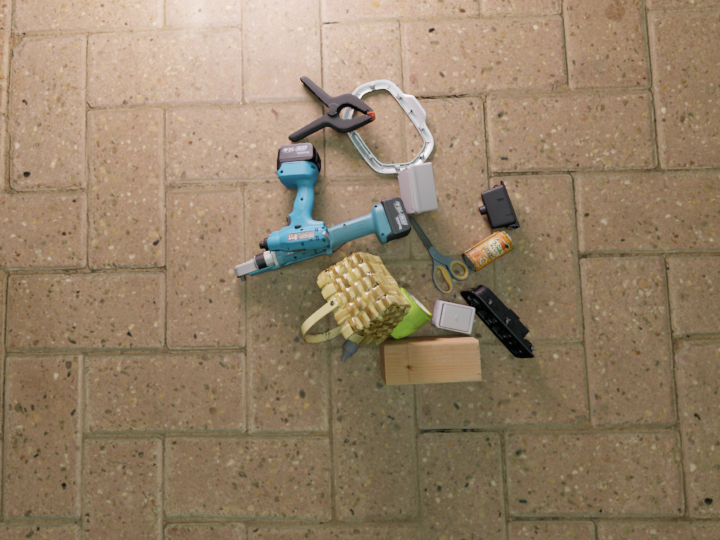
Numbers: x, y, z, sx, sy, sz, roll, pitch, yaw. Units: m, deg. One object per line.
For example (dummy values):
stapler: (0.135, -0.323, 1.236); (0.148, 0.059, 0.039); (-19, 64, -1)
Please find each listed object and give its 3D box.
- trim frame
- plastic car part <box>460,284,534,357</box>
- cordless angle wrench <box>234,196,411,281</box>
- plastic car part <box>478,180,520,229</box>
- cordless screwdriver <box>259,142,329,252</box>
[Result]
trim frame: (0.067, -0.350, 1.028); (0.184, 0.027, 0.251); (-33, 84, -1)
plastic car part: (0.321, 0.109, 0.970); (0.204, 0.066, 0.067); (44, 78, 4)
cordless angle wrench: (-0.097, -0.064, 0.995); (0.424, 0.074, 0.098); (-18, 87, 3)
plastic car part: (0.318, -0.143, 0.992); (0.072, 0.064, 0.118); (-21, 83, 13)
cordless screwdriver: (-0.159, -0.162, 0.972); (0.162, 0.072, 0.253); (-8, 73, 11)
